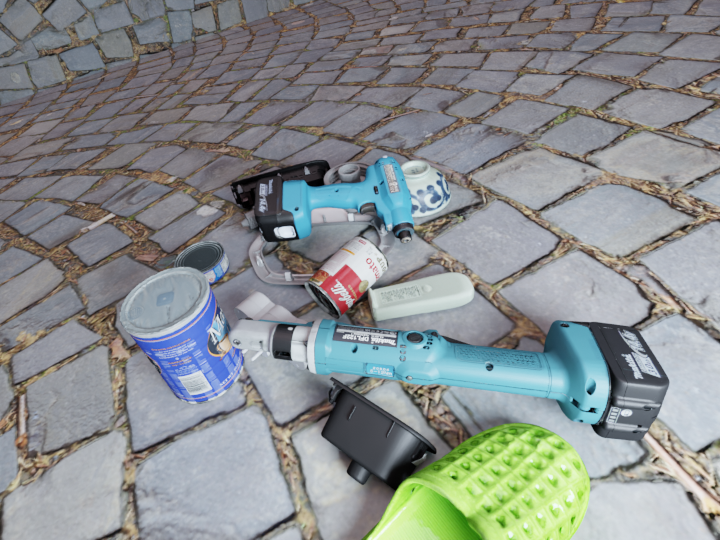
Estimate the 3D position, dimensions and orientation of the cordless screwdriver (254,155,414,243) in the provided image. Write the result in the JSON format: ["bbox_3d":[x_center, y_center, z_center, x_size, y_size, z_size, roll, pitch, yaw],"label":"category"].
[{"bbox_3d":[-0.043,-0.096,0.682,0.249,0.071,0.165,-10,58,2],"label":"cordless screwdriver"}]

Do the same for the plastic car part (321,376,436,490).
[{"bbox_3d":[0.007,0.173,0.426,0.123,0.063,0.071,27,69,32],"label":"plastic car part"}]

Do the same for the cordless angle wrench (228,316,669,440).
[{"bbox_3d":[0.058,0.090,0.448,0.432,0.072,0.099,4,32,12],"label":"cordless angle wrench"}]

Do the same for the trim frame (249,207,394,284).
[{"bbox_3d":[-0.069,-0.045,0.704,0.254,0.026,0.188,-4,42,14],"label":"trim frame"}]

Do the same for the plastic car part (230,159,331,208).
[{"bbox_3d":[-0.148,-0.165,0.832,0.201,0.064,0.070,-21,51,-8],"label":"plastic car part"}]
